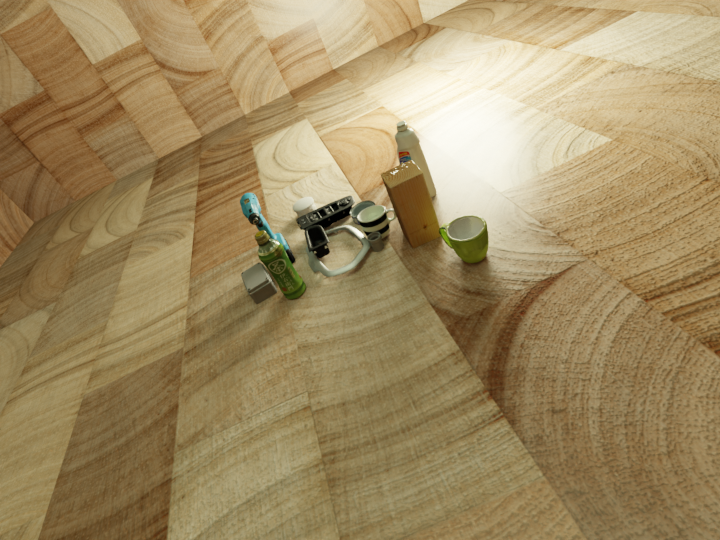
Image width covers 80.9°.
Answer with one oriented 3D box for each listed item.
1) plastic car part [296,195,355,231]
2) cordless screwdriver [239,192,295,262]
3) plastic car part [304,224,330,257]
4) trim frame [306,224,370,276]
[{"bbox_3d":[-0.104,-0.178,1.384,0.203,0.064,0.070,-29,37,-2],"label":"plastic car part"},{"bbox_3d":[-0.278,-0.105,1.264,0.074,0.237,0.167,-28,36,-3],"label":"cordless screwdriver"},{"bbox_3d":[-0.125,-0.082,1.283,0.066,0.067,0.122,-26,37,1],"label":"plastic car part"},{"bbox_3d":[-0.073,-0.061,1.261,0.183,0.026,0.262,-33,38,-7],"label":"trim frame"}]
